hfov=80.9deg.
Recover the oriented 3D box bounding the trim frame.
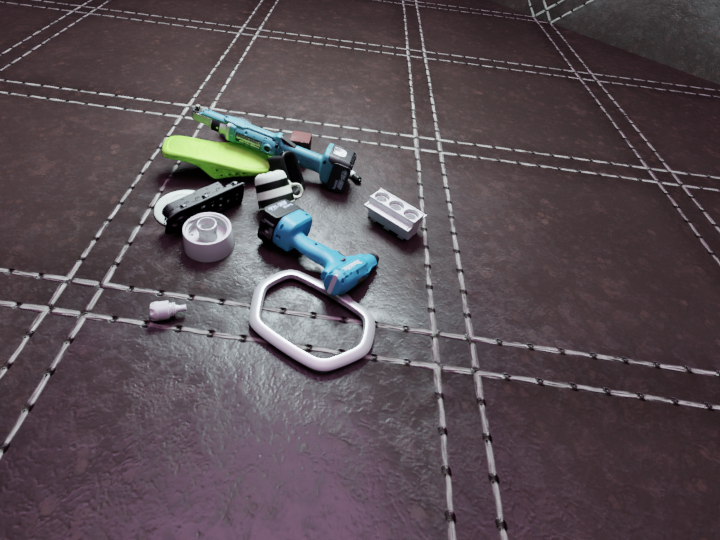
[{"bbox_3d":[-0.092,0.085,0.787,0.258,0.027,0.182,26,50,19],"label":"trim frame"}]

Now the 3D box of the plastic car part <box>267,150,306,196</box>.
[{"bbox_3d":[-0.188,-0.238,1.030,0.074,0.111,0.066,5,41,28],"label":"plastic car part"}]

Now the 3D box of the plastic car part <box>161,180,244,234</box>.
[{"bbox_3d":[-0.352,-0.149,0.933,0.068,0.066,0.199,43,53,8],"label":"plastic car part"}]

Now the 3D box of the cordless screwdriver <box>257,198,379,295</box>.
[{"bbox_3d":[-0.087,-0.057,0.886,0.259,0.073,0.155,36,38,22],"label":"cordless screwdriver"}]

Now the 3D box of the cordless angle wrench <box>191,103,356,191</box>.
[{"bbox_3d":[-0.223,-0.317,1.056,0.423,0.097,0.075,21,47,0],"label":"cordless angle wrench"}]
